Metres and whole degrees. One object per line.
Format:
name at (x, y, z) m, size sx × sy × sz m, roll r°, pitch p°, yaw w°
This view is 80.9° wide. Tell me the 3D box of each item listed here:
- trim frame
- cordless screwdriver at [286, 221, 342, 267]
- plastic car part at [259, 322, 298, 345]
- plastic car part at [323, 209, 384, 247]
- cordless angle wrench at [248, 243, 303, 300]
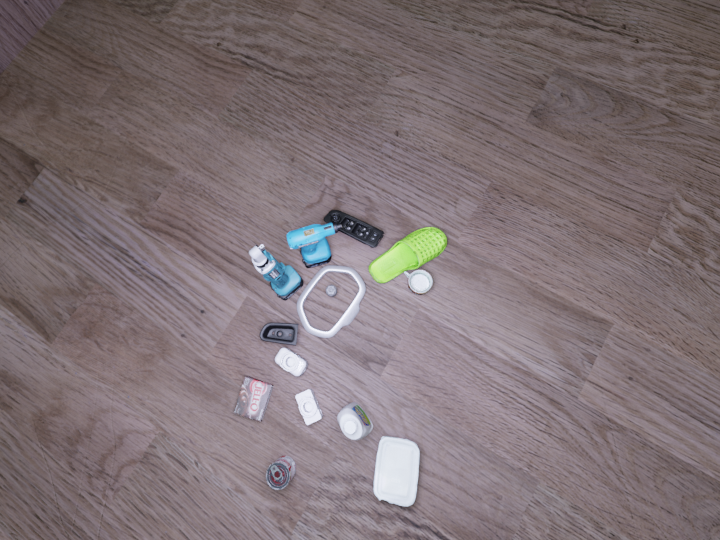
trim frame at (-0.094, 0.096, 1.357) m, size 0.190 × 0.027 × 0.248 m, roll 34°, pitch 81°, yaw 15°
cordless screwdriver at (-0.127, -0.083, 1.300) m, size 0.159 × 0.243 × 0.076 m, roll -16°, pitch 76°, yaw 0°
plastic car part at (-0.251, 0.198, 1.325) m, size 0.118 × 0.069 × 0.067 m, roll 4°, pitch 76°, yaw 7°
plastic car part at (-0.024, -0.138, 1.395) m, size 0.209 × 0.065 × 0.066 m, roll 29°, pitch 80°, yaw 14°
cordless angle wrench at (-0.246, 0.002, 1.202) m, size 0.097 × 0.413 × 0.076 m, roll -41°, pitch 79°, yaw -7°
